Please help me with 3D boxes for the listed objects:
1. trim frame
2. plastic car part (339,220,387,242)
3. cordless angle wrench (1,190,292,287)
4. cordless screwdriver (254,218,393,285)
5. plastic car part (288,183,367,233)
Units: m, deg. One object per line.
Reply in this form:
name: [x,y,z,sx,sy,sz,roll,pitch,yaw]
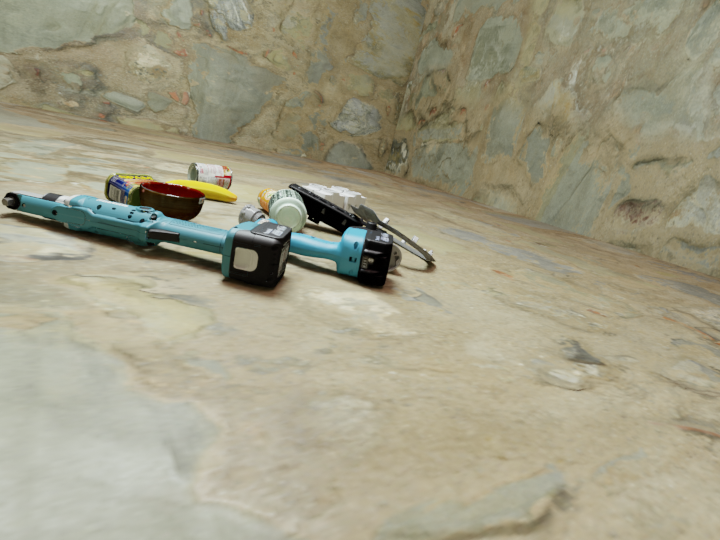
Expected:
trim frame: [0.070,-0.087,0.933,0.174,0.027,0.262,32,5,-35]
plastic car part: [0.010,-0.063,0.846,0.070,0.070,0.111,27,24,37]
cordless angle wrench: [-0.315,-0.064,0.616,0.427,0.073,0.098,12,16,5]
cordless screwdriver: [-0.072,-0.047,0.735,0.250,0.073,0.161,10,17,1]
plastic car part: [-0.080,-0.134,0.981,0.203,0.067,0.066,24,6,-1]
